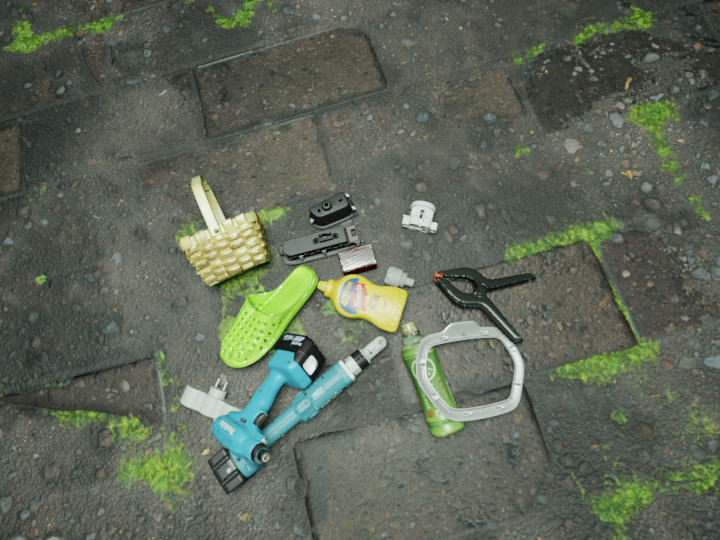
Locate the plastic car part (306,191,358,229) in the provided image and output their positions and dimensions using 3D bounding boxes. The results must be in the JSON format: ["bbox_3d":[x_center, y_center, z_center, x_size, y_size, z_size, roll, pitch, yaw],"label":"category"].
[{"bbox_3d":[-0.070,-0.143,0.984,0.116,0.069,0.068,-25,74,-5],"label":"plastic car part"}]

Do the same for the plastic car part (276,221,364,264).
[{"bbox_3d":[-0.095,-0.062,0.971,0.204,0.066,0.067,-15,82,4],"label":"plastic car part"}]

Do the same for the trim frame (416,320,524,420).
[{"bbox_3d":[0.222,0.194,0.838,0.242,0.027,0.189,-4,68,-16],"label":"trim frame"}]

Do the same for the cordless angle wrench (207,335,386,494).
[{"bbox_3d":[-0.110,0.274,0.862,0.420,0.095,0.077,-39,74,-9],"label":"cordless angle wrench"}]

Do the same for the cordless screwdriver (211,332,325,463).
[{"bbox_3d":[-0.160,0.240,0.811,0.167,0.071,0.247,3,44,46],"label":"cordless screwdriver"}]
